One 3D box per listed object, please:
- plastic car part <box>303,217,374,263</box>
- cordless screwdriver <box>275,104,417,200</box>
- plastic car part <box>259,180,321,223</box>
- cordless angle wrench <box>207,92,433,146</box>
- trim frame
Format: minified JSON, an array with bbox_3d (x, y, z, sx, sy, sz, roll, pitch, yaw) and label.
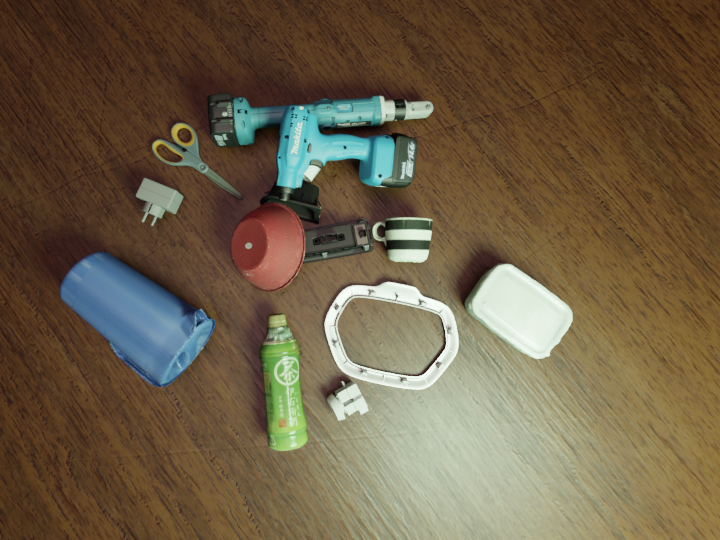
[{"bbox_3d":[-0.076,-0.050,0.781,0.203,0.067,0.066,-10,92,0],"label":"plastic car part"},{"bbox_3d":[-0.029,-0.189,0.757,0.241,0.077,0.158,7,97,-18],"label":"cordless screwdriver"},{"bbox_3d":[-0.124,-0.142,0.796,0.117,0.065,0.071,18,68,3],"label":"plastic car part"},{"bbox_3d":[-0.068,-0.294,0.801,0.419,0.098,0.075,-6,88,-6],"label":"cordless angle wrench"},{"bbox_3d":[0.057,0.116,0.775,0.249,0.027,0.185,12,81,2],"label":"trim frame"}]
